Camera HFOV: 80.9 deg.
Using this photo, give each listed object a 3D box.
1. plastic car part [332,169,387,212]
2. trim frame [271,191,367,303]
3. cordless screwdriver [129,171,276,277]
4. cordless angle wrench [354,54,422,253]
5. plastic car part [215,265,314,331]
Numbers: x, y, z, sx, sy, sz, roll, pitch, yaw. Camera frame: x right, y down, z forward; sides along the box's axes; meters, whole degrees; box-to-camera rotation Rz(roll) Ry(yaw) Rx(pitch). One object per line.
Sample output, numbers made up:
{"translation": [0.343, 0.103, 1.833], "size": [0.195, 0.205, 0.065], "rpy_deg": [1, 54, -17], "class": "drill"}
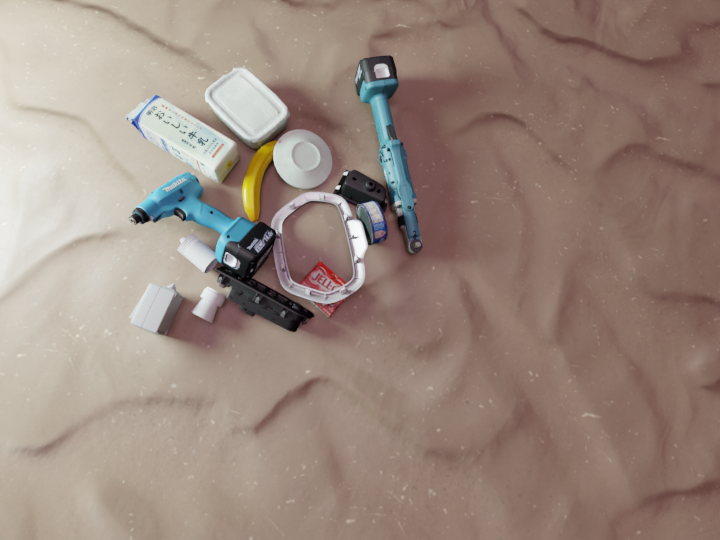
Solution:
{"translation": [0.009, -0.168, 0.872], "size": [0.118, 0.070, 0.066], "rpy_deg": [27, 77, 5], "class": "plastic car part"}
{"translation": [-0.082, -0.053, 0.835], "size": [0.183, 0.027, 0.257], "rpy_deg": [-11, 63, -4], "class": "trim frame"}
{"translation": [-0.294, -0.079, 0.799], "size": [0.252, 0.074, 0.158], "rpy_deg": [34, 47, 6], "class": "cordless screwdriver"}
{"translation": [0.069, -0.242, 0.893], "size": [0.073, 0.098, 0.428], "rpy_deg": [-10, 80, -10], "class": "cordless angle wrench"}
{"translation": [-0.187, 0.059, 0.803], "size": [0.204, 0.066, 0.067], "rpy_deg": [24, 88, 3], "class": "plastic car part"}
